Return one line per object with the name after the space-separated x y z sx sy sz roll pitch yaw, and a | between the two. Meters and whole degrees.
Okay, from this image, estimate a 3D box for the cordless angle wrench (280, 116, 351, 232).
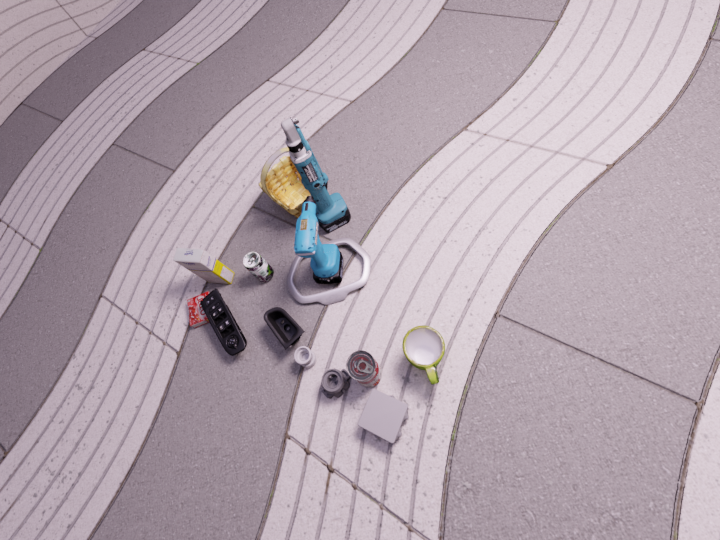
-0.121 -0.238 1.094 0.098 0.404 0.078 -27 62 0 | cordless angle wrench

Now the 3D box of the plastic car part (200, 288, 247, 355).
-0.374 0.151 1.177 0.066 0.064 0.213 -36 60 -3 | plastic car part

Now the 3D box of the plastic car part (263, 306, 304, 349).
-0.198 0.151 1.119 0.066 0.068 0.122 -42 61 -7 | plastic car part

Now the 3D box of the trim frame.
-0.091 0.003 1.183 0.251 0.026 0.191 -17 61 9 | trim frame

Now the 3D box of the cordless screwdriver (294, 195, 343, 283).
-0.108 -0.071 1.103 0.076 0.238 0.163 -4 64 12 | cordless screwdriver
